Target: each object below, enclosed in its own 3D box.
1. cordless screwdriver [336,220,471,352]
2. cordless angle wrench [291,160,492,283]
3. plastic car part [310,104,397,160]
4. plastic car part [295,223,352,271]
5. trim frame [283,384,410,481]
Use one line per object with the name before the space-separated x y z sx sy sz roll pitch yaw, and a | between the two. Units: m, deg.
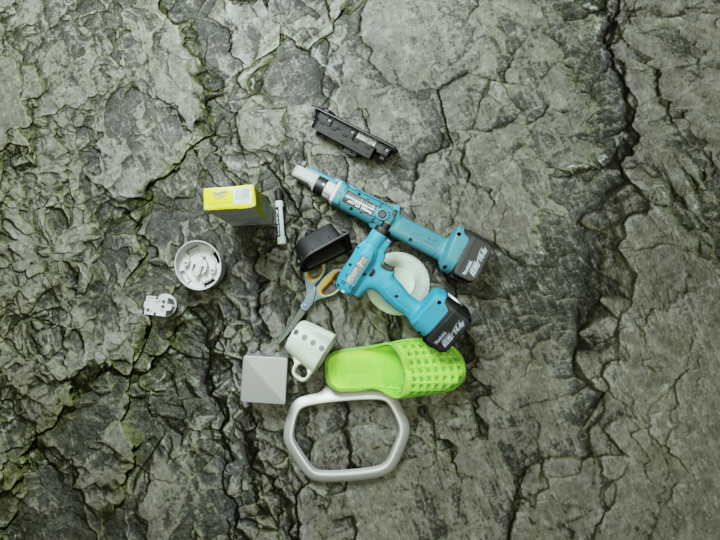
cordless screwdriver | 0.093 0.028 0.803 0.252 0.073 0.159 33 103 6
cordless angle wrench | 0.046 -0.110 0.856 0.430 0.073 0.098 28 87 9
plastic car part | -0.022 -0.282 0.888 0.205 0.066 0.067 34 113 5
plastic car part | -0.084 -0.055 0.859 0.116 0.063 0.074 -25 59 -6
trim frame | -0.028 0.317 0.833 0.250 0.027 0.185 -7 84 5
